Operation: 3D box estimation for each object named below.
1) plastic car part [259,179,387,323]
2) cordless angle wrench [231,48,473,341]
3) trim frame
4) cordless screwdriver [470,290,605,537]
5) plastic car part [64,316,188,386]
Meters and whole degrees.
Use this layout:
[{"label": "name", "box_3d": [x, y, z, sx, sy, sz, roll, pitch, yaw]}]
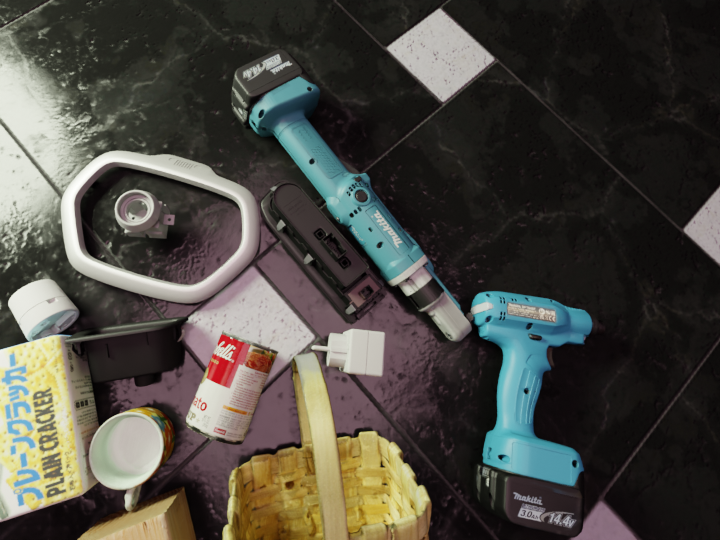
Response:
[{"label": "plastic car part", "box_3d": [-0.051, -0.033, 0.519, 0.066, 0.066, 0.207, -40, 79, -12]}, {"label": "cordless angle wrench", "box_3d": [-0.007, -0.086, 0.532, 0.096, 0.075, 0.427, -36, 84, -22]}, {"label": "trim frame", "box_3d": [-0.247, -0.061, 0.526, 0.249, 0.027, 0.186, 15, 76, 1]}, {"label": "cordless screwdriver", "box_3d": [0.211, 0.153, 0.488, 0.158, 0.074, 0.252, 8, 71, -4]}, {"label": "plastic car part", "box_3d": [-0.252, 0.094, 0.472, 0.115, 0.067, 0.071, -4, 93, -11]}]
